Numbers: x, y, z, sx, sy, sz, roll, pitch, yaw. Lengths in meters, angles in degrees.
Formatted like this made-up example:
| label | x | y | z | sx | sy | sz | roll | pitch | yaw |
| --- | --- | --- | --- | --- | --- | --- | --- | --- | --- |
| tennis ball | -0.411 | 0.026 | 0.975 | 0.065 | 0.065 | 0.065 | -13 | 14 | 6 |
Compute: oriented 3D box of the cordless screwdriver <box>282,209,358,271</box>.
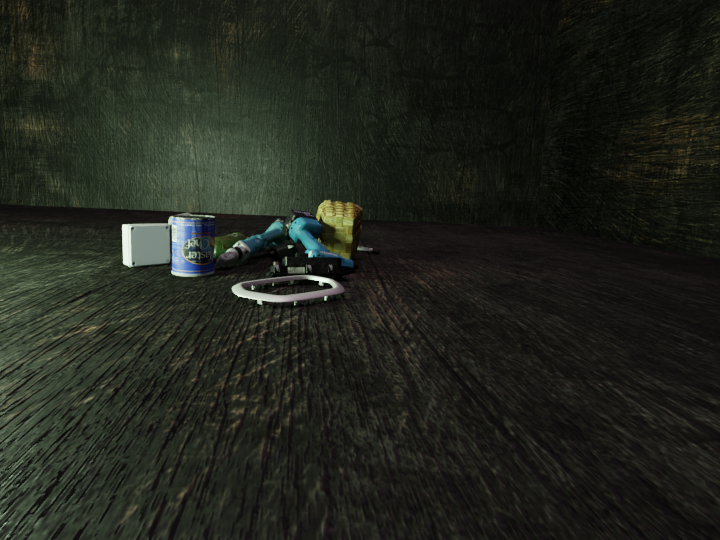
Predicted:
| label | x | y | z | sx | sy | sz | roll | pitch | yaw |
| --- | --- | --- | --- | --- | --- | --- | --- | --- | --- |
| cordless screwdriver | -0.117 | -0.076 | 1.193 | 0.152 | 0.074 | 0.262 | 9 | 28 | -34 |

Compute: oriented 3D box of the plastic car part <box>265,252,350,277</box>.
| label | x | y | z | sx | sy | sz | roll | pitch | yaw |
| --- | --- | --- | --- | --- | --- | --- | --- | --- | --- |
| plastic car part | -0.126 | -0.008 | 1.033 | 0.197 | 0.068 | 0.067 | 4 | -17 | -18 |

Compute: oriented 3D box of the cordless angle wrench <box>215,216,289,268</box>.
| label | x | y | z | sx | sy | sz | roll | pitch | yaw |
| --- | --- | --- | --- | --- | --- | --- | --- | --- | --- |
| cordless angle wrench | -0.315 | -0.080 | 1.287 | 0.075 | 0.098 | 0.419 | 42 | 20 | -1 |

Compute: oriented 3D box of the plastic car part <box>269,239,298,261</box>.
| label | x | y | z | sx | sy | sz | roll | pitch | yaw |
| --- | --- | --- | --- | --- | --- | --- | --- | --- | --- |
| plastic car part | -0.239 | -0.055 | 1.283 | 0.069 | 0.065 | 0.122 | -18 | 15 | -25 |

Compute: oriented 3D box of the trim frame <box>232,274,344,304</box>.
| label | x | y | z | sx | sy | sz | roll | pitch | yaw |
| --- | --- | --- | --- | --- | --- | --- | --- | --- | --- |
| trim frame | -0.147 | 0.038 | 0.888 | 0.238 | 0.027 | 0.194 | -9 | 17 | -41 |
